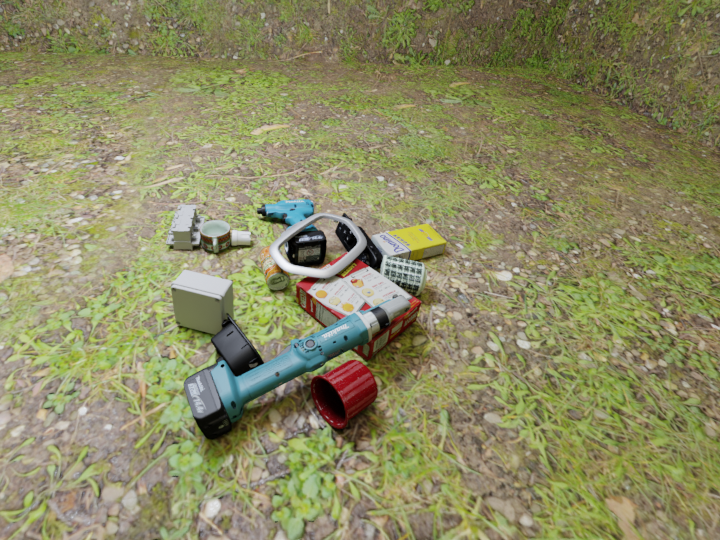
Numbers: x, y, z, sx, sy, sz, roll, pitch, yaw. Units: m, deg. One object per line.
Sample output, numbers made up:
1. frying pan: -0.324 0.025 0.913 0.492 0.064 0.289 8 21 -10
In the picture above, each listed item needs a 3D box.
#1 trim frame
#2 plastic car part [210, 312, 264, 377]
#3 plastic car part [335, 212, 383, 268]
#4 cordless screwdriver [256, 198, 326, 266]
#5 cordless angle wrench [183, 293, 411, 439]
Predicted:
1. trim frame: -0.095 -0.062 0.974 0.192 0.027 0.245 28 47 21
2. plastic car part: -0.240 0.151 0.793 0.070 0.063 0.123 -33 54 -20
3. plastic car part: 0.001 -0.064 1.085 0.064 0.066 0.213 15 29 -34
4. cordless screwdriver: -0.182 -0.111 1.107 0.156 0.072 0.261 -5 37 -15
5. cordless angle wrench: -0.088 0.143 0.742 0.415 0.071 0.103 -25 47 -18
